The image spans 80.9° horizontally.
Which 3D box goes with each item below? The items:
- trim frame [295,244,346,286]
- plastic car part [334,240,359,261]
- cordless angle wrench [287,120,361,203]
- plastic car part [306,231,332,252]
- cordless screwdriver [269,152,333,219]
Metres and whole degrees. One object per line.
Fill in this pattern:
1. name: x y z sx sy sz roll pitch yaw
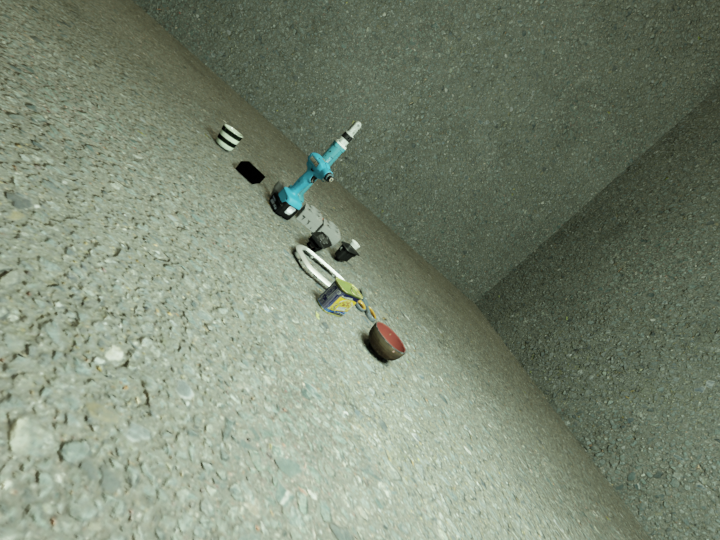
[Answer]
1. trim frame: -0.111 0.008 1.317 0.241 0.028 0.189 39 14 -17
2. plastic car part: -0.062 -0.064 1.584 0.068 0.071 0.112 48 14 17
3. cordless angle wrench: -0.147 -0.396 1.598 0.071 0.425 0.102 37 16 -27
4. plastic car part: -0.142 -0.093 1.452 0.067 0.067 0.201 44 13 0
5. cordless screwdriver: -0.200 -0.281 1.468 0.070 0.250 0.168 29 20 -46
